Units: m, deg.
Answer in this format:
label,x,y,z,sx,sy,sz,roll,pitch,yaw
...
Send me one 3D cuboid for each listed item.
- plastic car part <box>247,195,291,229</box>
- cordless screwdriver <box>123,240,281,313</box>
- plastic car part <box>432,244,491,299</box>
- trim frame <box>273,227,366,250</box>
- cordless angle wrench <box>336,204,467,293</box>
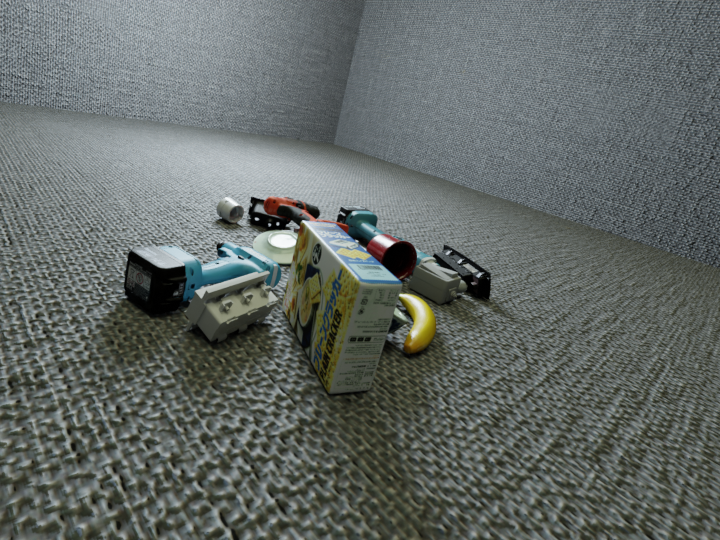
label,x,y,z,sx,sy,sz,roll,pitch,yaw
plastic car part,-0.238,-0.138,1.096,0.115,0.065,0.072,15,35,-5
cordless screwdriver,-0.270,-0.007,0.713,0.168,0.073,0.238,26,20,31
plastic car part,0.230,0.001,1.005,0.066,0.064,0.211,-17,28,-7
trim frame,-0.100,-0.065,1.023,0.242,0.027,0.192,4,21,-17
cordless angle wrench,0.090,-0.056,1.054,0.093,0.073,0.448,-3,28,-38
